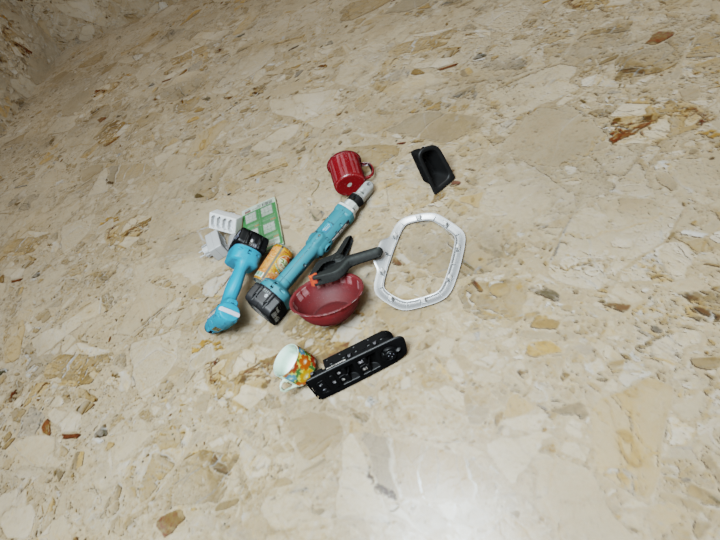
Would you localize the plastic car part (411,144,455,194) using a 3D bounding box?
[{"bbox_3d":[0.160,-0.249,1.001,0.066,0.111,0.074,-40,28,-7],"label":"plastic car part"}]

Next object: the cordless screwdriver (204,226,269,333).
[{"bbox_3d":[-0.306,0.029,1.012,0.162,0.071,0.253,-33,38,49],"label":"cordless screwdriver"}]

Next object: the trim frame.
[{"bbox_3d":[0.122,-0.027,0.913,0.193,0.026,0.250,8,64,29],"label":"trim frame"}]

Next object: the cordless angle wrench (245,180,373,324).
[{"bbox_3d":[-0.097,-0.064,0.996,0.077,0.095,0.421,33,71,16],"label":"cordless angle wrench"}]

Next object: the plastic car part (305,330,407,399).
[{"bbox_3d":[-0.006,0.175,0.819,0.205,0.064,0.069,-25,27,8],"label":"plastic car part"}]
